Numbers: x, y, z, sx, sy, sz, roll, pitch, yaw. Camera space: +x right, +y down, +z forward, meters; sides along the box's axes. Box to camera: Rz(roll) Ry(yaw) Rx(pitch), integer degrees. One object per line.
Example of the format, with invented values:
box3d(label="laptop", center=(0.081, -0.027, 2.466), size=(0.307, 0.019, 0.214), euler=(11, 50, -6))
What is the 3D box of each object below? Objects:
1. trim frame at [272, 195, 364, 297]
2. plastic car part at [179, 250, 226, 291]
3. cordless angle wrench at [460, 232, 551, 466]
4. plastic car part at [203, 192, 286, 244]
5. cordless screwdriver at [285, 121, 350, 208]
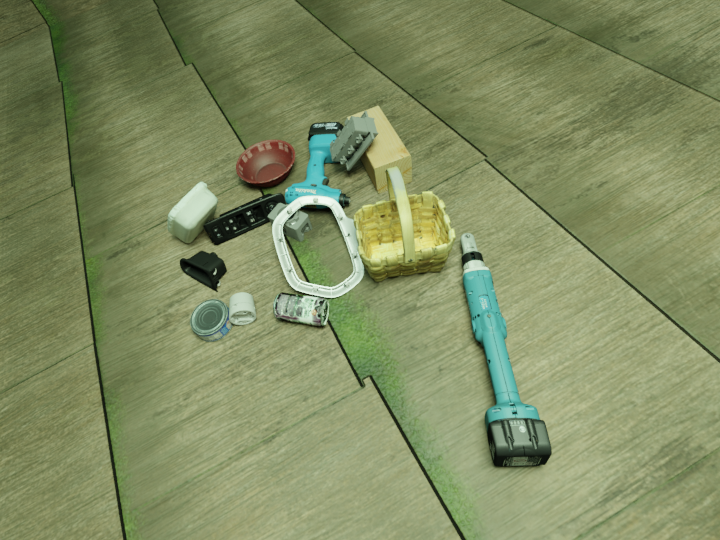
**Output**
box3d(label="trim frame", center=(-0.090, -0.059, 0.915), size=(0.182, 0.027, 0.257), euler=(-16, 66, -10))
box3d(label="plastic car part", center=(-0.354, -0.013, 0.971), size=(0.122, 0.063, 0.070), euler=(24, 49, 29))
box3d(label="cordless angle wrench", center=(0.223, 0.099, 0.734), size=(0.075, 0.093, 0.436), euler=(-9, 52, 9))
box3d(label="plastic car part", center=(-0.277, -0.134, 1.035), size=(0.203, 0.064, 0.070), euler=(-23, 29, -1))
box3d(label="cordless screwdriver", center=(-0.082, -0.261, 1.064), size=(0.164, 0.071, 0.252), euler=(5, 62, 16))
